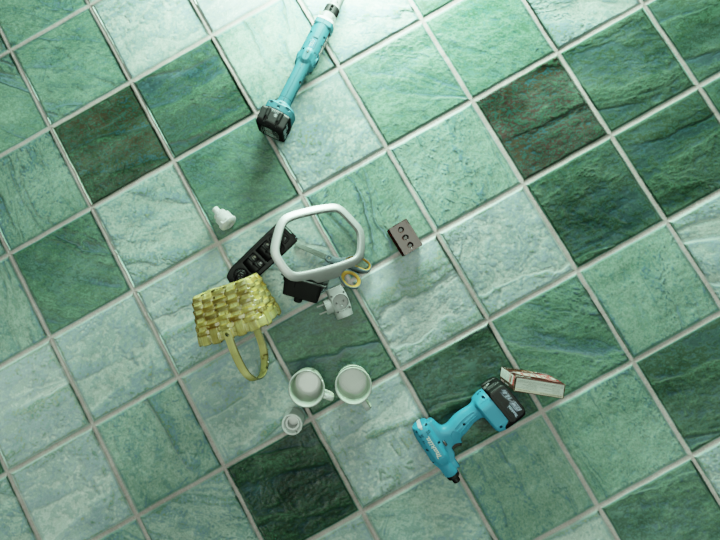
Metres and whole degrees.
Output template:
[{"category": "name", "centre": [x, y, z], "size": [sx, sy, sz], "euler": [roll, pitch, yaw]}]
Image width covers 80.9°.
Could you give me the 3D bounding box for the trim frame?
[{"category": "trim frame", "centre": [-0.100, -0.065, 1.024], "size": [0.241, 0.028, 0.185], "euler": [-16, 85, -24]}]

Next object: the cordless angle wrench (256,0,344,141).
[{"category": "cordless angle wrench", "centre": [-0.136, -0.533, 1.072], "size": [0.074, 0.098, 0.423], "euler": [25, 84, -3]}]

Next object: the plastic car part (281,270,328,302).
[{"category": "plastic car part", "centre": [-0.142, 0.047, 1.049], "size": [0.118, 0.066, 0.070], "euler": [11, 102, 5]}]

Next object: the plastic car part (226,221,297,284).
[{"category": "plastic car part", "centre": [-0.250, -0.036, 1.049], "size": [0.203, 0.069, 0.064], "euler": [-43, 107, 3]}]

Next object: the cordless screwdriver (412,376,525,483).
[{"category": "cordless screwdriver", "centre": [0.266, 0.376, 0.996], "size": [0.249, 0.073, 0.160], "euler": [-34, 87, 4]}]
